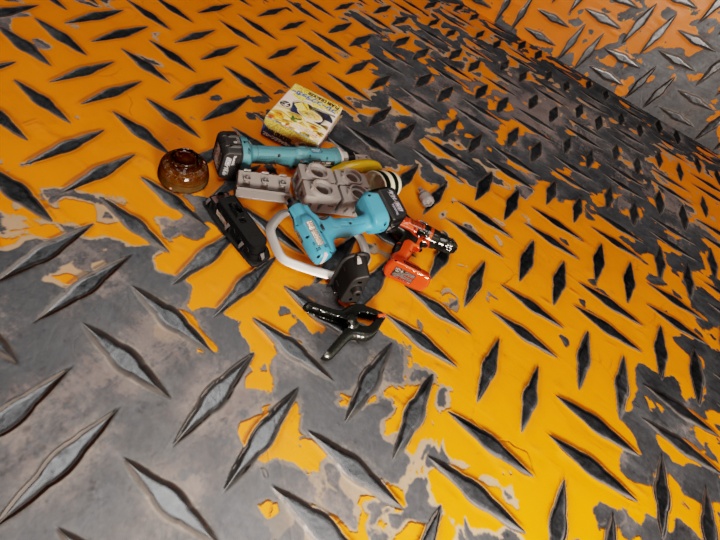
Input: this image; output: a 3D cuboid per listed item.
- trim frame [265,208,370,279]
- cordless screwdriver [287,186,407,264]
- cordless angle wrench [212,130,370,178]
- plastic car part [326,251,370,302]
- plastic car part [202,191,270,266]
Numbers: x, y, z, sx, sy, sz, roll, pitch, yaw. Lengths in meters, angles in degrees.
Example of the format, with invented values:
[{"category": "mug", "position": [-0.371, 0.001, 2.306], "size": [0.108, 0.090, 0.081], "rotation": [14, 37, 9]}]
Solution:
[{"category": "trim frame", "position": [-0.093, -0.061, 0.948], "size": [0.245, 0.027, 0.189], "rotation": [14, 50, -9]}, {"category": "cordless screwdriver", "position": [-0.033, -0.125, 0.939], "size": [0.243, 0.074, 0.164], "rotation": [-23, 72, -24]}, {"category": "cordless angle wrench", "position": [-0.151, -0.283, 1.063], "size": [0.407, 0.098, 0.077], "rotation": [-7, 62, -31]}, {"category": "plastic car part", "position": [-0.015, 0.024, 0.846], "size": [0.064, 0.116, 0.074], "rotation": [5, 51, -23]}, {"category": "plastic car part", "position": [-0.253, -0.099, 0.893], "size": [0.064, 0.067, 0.210], "rotation": [-20, 65, -42]}]
